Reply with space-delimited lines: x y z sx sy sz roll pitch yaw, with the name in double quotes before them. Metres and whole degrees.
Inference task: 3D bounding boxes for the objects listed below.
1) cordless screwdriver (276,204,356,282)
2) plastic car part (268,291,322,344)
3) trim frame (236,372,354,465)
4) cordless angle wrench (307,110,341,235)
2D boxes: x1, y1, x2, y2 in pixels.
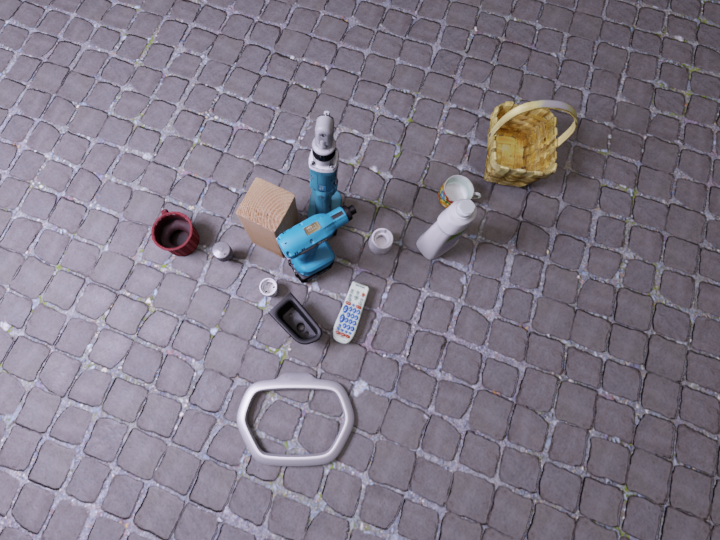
"cordless screwdriver" -0.087 -0.057 0.886 0.158 0.246 0.076 -30 81 -10
"plastic car part" -0.137 0.116 0.928 0.065 0.070 0.119 -42 79 -11
"trim frame" -0.137 0.312 0.895 0.249 0.027 0.187 -1 74 0
"cordless angle wrench" -0.071 -0.172 0.830 0.074 0.418 0.099 9 77 -3
